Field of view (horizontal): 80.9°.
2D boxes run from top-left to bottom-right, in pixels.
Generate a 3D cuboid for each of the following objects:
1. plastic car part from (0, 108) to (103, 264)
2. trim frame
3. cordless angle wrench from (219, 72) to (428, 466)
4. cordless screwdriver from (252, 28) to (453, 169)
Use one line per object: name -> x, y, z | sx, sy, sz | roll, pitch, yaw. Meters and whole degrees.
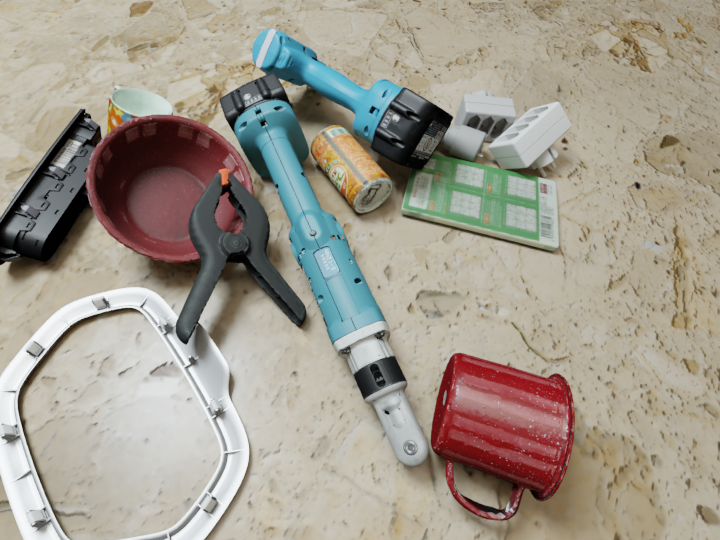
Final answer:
plastic car part -> -0.334, -0.086, 0.473 | 0.065, 0.067, 0.206 | 26, 53, -19
trim frame -> -0.203, 0.117, 0.356 | 0.181, 0.027, 0.260 | -32, 61, -23
cordless angle wrench -> -0.041, -0.027, 0.423 | 0.074, 0.094, 0.440 | -26, 63, -1
cordless screwdriver -> -0.006, -0.223, 0.543 | 0.258, 0.074, 0.154 | 36, 23, 18
